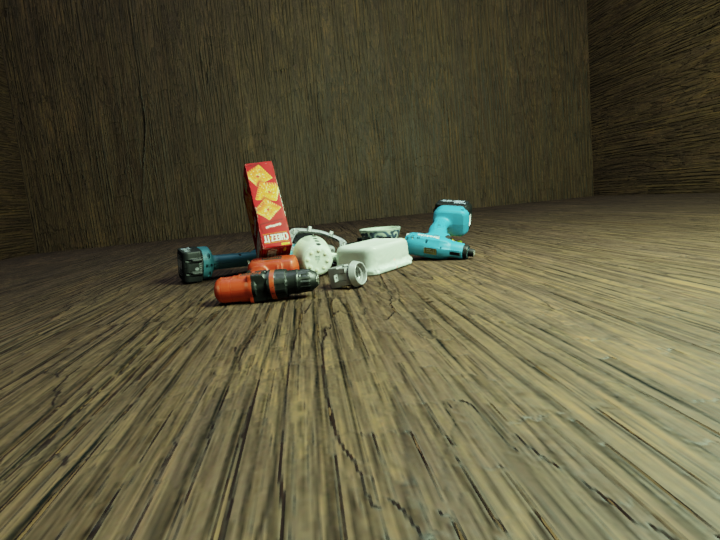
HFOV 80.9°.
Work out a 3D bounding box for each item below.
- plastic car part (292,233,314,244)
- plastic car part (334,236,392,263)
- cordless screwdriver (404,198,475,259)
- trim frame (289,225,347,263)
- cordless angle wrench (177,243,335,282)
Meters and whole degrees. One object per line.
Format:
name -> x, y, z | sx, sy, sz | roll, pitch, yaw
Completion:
plastic car part -> -0.203, -0.099, 1.490 | 0.112, 0.064, 0.075 | -17, 27, -37
plastic car part -> 0.018, -0.054, 1.073 | 0.194, 0.067, 0.070 | -10, 8, -44
cordless screwdriver -> 0.226, -0.099, 1.049 | 0.167, 0.072, 0.245 | 10, 33, 27
trim frame -> -0.112, -0.073, 1.144 | 0.184, 0.027, 0.252 | 15, 19, -3
cordless angle wrench -> -0.253, -0.036, 1.106 | 0.407, 0.073, 0.103 | -7, 13, -28
